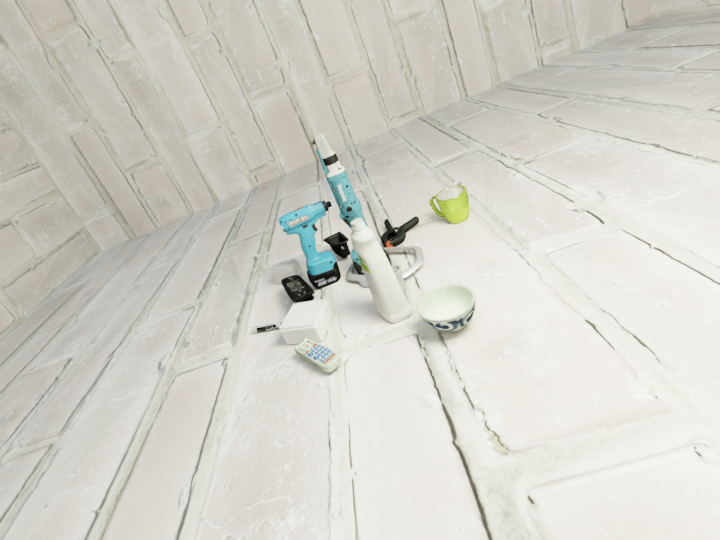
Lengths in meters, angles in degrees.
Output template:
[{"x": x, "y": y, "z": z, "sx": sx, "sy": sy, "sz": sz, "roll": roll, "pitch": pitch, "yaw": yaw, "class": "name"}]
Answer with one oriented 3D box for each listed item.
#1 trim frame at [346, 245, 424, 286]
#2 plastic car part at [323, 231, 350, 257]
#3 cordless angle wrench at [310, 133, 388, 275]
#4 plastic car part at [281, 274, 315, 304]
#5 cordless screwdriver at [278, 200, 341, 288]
[{"x": 0.068, "y": -0.015, "z": 1.214, "sx": 0.260, "sy": 0.026, "sz": 0.182, "roll": 0, "pitch": 35, "yaw": 39, "class": "trim frame"}, {"x": -0.067, "y": -0.076, "z": 1.391, "sx": 0.065, "sy": 0.068, "sz": 0.122, "roll": -28, "pitch": 26, "yaw": -9, "class": "plastic car part"}, {"x": -0.032, "y": -0.176, "z": 1.163, "sx": 0.099, "sy": 0.408, "sz": 0.076, "roll": -18, "pitch": 23, "yaw": 13, "class": "cordless angle wrench"}, {"x": -0.182, "y": 0.062, "z": 1.239, "sx": 0.066, "sy": 0.064, "sz": 0.212, "roll": -29, "pitch": 27, "yaw": -11, "class": "plastic car part"}, {"x": -0.122, "y": -0.080, "z": 1.253, "sx": 0.159, "sy": 0.240, "sz": 0.077, "roll": -23, "pitch": 23, "yaw": 1, "class": "cordless screwdriver"}]
